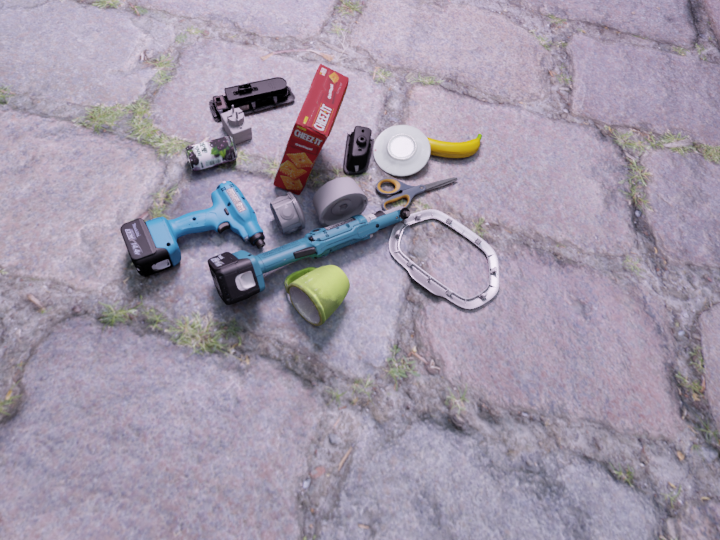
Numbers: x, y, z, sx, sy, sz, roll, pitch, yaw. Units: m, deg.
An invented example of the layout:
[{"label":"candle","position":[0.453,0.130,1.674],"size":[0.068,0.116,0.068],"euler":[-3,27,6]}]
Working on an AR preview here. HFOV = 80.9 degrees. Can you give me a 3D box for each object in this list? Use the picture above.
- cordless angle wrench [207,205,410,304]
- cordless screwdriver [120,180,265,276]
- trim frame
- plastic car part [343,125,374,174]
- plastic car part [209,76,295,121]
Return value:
[{"label":"cordless angle wrench","position":[-0.081,-0.053,0.832],"size":[0.414,0.103,0.072],"euler":[-23,113,-21]},{"label":"cordless screwdriver","position":[-0.318,-0.066,0.822],"size":[0.244,0.073,0.164],"euler":[-29,72,-22]},{"label":"trim frame","position":[0.177,-0.030,0.880],"size":[0.254,0.027,0.183],"euler":[38,68,10]},{"label":"plastic car part","position":[-0.002,-0.280,0.957],"size":[0.066,0.070,0.119],"euler":[11,61,-3]},{"label":"plastic car part","position":[-0.256,-0.417,1.003],"size":[0.199,0.066,0.069],"euler":[-17,63,-17]}]
